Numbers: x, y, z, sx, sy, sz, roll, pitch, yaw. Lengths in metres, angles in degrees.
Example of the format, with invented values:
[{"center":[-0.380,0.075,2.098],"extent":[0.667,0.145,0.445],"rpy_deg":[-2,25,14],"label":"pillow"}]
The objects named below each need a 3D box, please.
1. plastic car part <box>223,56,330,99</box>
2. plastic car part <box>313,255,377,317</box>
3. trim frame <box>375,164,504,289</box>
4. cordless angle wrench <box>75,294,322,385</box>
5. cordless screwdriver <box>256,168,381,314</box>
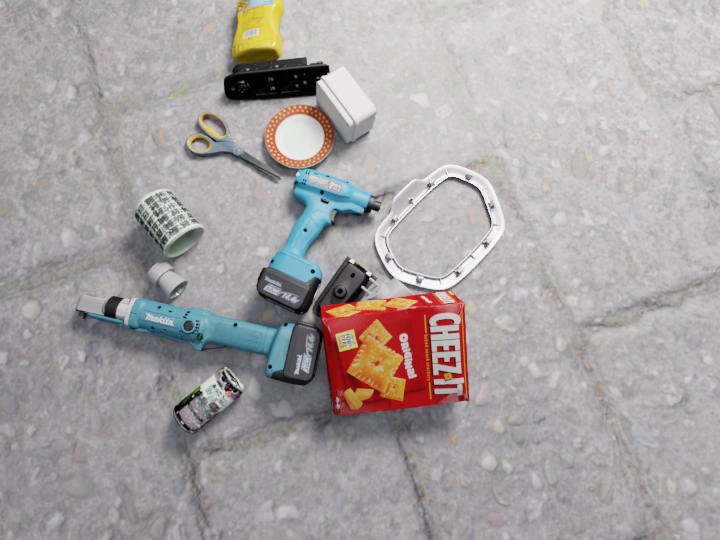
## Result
[{"center":[-0.162,-0.370,0.802],"extent":[0.203,0.065,0.069],"rpy_deg":[-9,70,-1],"label":"plastic car part"},{"center":[-0.030,0.033,0.709],"extent":[0.067,0.070,0.116],"rpy_deg":[36,78,8],"label":"plastic car part"},{"center":[0.142,-0.080,0.751],"extent":[0.248,0.027,0.188],"rpy_deg":[-44,80,-5],"label":"trim frame"},{"center":[-0.276,0.096,0.705],"extent":[0.428,0.073,0.099],"rpy_deg":[12,79,6],"label":"cordless angle wrench"},{"center":[-0.071,-0.047,0.728],"extent":[0.161,0.073,0.250],"rpy_deg":[18,75,4],"label":"cordless screwdriver"}]
